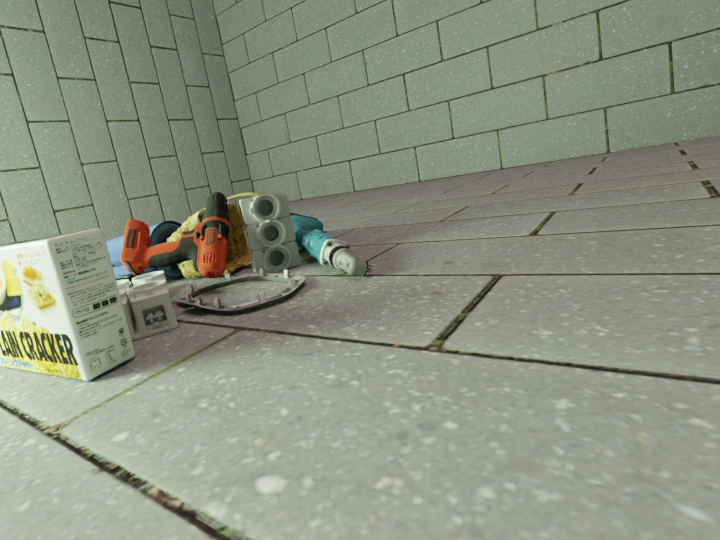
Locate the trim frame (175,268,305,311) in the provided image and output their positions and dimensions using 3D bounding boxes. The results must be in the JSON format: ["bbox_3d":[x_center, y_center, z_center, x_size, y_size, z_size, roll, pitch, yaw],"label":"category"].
[{"bbox_3d":[-0.203,0.030,0.700,0.261,0.027,0.178,5,22,44],"label":"trim frame"}]

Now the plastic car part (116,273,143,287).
[{"bbox_3d":[-0.455,0.041,0.762,0.068,0.066,0.199,-14,7,18],"label":"plastic car part"}]

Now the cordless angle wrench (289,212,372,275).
[{"bbox_3d":[-0.082,-0.054,0.839,0.094,0.074,0.440,10,9,-23],"label":"cordless angle wrench"}]
